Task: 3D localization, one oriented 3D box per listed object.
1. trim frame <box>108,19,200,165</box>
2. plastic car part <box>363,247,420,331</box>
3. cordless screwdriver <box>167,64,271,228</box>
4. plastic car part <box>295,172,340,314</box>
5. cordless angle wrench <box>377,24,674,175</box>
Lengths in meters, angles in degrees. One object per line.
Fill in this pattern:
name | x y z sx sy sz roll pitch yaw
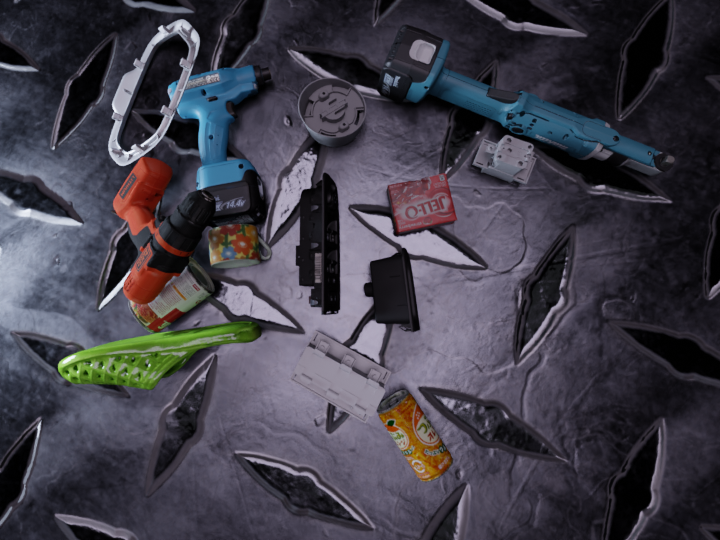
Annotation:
trim frame | -0.325 -0.277 0.651 0.194 0.026 0.249 16 86 37
plastic car part | 0.042 0.031 0.604 0.072 0.064 0.118 -12 79 15
cordless screwdriver | -0.192 -0.194 0.642 0.160 0.073 0.253 -15 78 1
plastic car part | -0.061 -0.040 0.620 0.070 0.063 0.204 0 84 28
cordless angle wrench | 0.235 -0.227 0.610 0.425 0.097 0.074 23 85 2
